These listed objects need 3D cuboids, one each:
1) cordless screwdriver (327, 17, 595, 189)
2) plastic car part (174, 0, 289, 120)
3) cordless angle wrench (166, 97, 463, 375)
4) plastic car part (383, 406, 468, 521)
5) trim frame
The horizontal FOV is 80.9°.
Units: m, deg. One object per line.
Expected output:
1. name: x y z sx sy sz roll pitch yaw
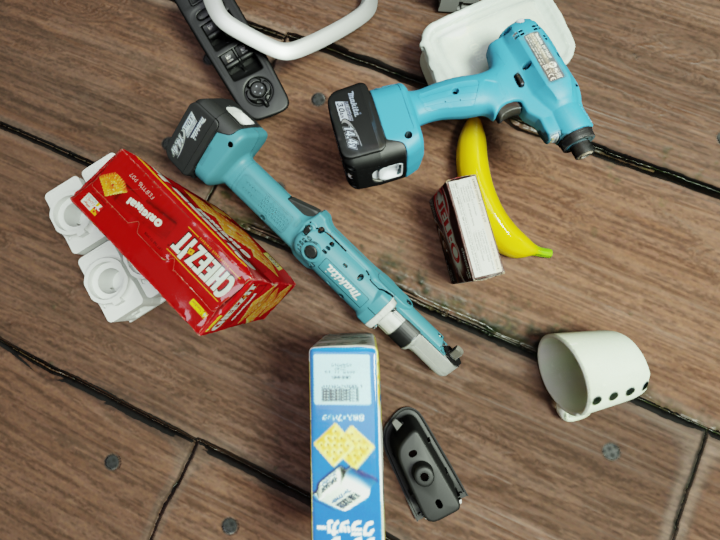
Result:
1. cordless screwdriver: 0.099 -0.151 0.441 0.250 0.072 0.163 -20 73 3
2. plastic car part: -0.164 -0.279 0.551 0.066 0.067 0.205 -31 86 -8
3. cordless angle wrench: -0.049 -0.032 0.502 0.427 0.073 0.098 44 117 4
4. plastic car part: 0.068 0.219 0.464 0.066 0.070 0.118 -27 85 -2
5. trim frame: -0.085 -0.368 0.543 0.246 0.028 0.183 -38 92 -17
